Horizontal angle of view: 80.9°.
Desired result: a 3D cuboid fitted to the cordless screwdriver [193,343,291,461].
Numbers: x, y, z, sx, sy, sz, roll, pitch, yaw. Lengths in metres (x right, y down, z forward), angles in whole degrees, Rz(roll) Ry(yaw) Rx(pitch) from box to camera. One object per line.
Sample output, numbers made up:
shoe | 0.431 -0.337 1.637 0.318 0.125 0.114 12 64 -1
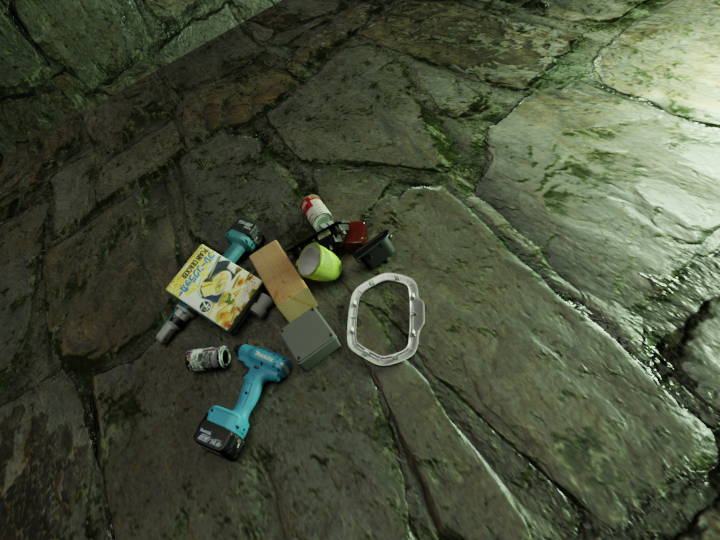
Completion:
cordless screwdriver | -0.283 0.286 0.968 0.167 0.071 0.249 12 55 28

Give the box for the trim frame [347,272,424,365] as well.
trim frame | 0.059 0.106 1.004 0.189 0.026 0.254 -5 51 16

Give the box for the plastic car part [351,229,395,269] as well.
plastic car part | 0.044 -0.045 1.100 0.117 0.069 0.068 -33 18 2

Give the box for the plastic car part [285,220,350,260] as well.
plastic car part | -0.113 -0.074 1.161 0.209 0.067 0.064 -21 1 30

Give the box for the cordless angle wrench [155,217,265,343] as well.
cordless angle wrench | -0.440 0.031 1.230 0.103 0.071 0.422 20 65 31
